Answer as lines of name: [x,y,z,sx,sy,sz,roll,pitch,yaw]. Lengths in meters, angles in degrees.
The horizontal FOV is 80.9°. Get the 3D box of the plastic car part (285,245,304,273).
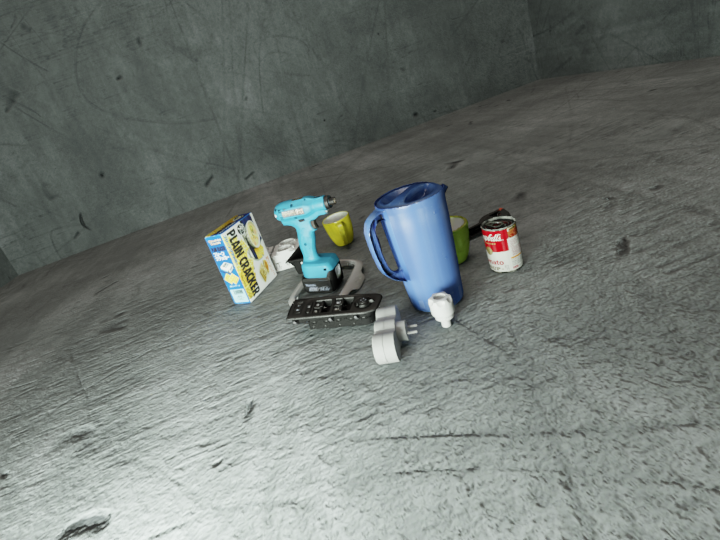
plastic car part: [-0.159,-0.031,1.229,0.068,0.069,0.116,-10,24,23]

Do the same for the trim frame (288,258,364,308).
trim frame: [-0.082,0.035,1.079,0.190,0.027,0.248,-9,26,23]

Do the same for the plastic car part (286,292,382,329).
plastic car part: [-0.050,0.091,0.886,0.208,0.065,0.066,-11,23,20]

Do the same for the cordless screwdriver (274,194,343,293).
cordless screwdriver: [-0.102,-0.067,1.047,0.165,0.241,0.074,-8,22,27]
